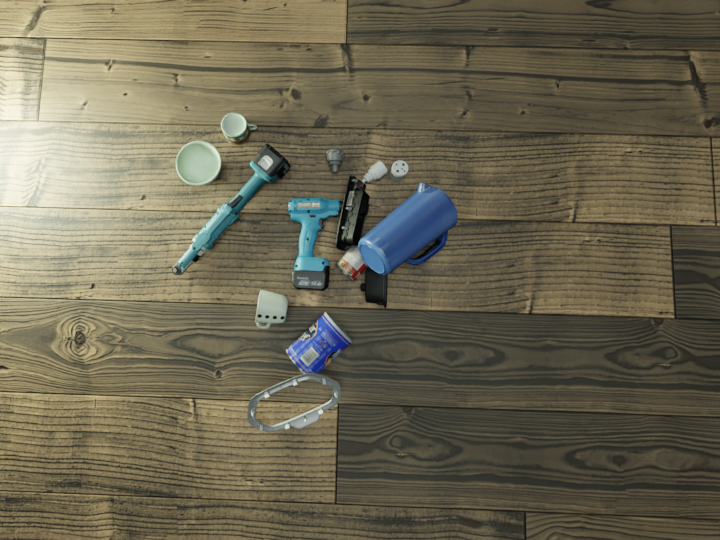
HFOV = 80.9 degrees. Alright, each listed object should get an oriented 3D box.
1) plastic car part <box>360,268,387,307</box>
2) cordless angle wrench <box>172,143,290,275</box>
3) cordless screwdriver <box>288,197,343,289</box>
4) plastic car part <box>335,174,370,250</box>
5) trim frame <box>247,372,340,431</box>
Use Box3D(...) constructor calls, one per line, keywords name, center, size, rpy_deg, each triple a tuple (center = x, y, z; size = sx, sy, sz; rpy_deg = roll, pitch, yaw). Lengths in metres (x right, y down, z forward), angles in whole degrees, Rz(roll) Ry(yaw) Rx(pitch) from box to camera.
Box3D(name="plastic car part", center=(0.036, 0.039, 1.116), size=(0.073, 0.064, 0.117), rpy_deg=(4, 88, 14))
Box3D(name="cordless angle wrench", center=(-0.355, -0.149, 1.128), size=(0.075, 0.097, 0.423), rpy_deg=(41, 91, 0))
Box3D(name="cordless screwdriver", center=(-0.109, -0.072, 1.119), size=(0.159, 0.073, 0.251), rpy_deg=(-2, 81, 0))
Box3D(name="plastic car part", center=(-0.014, -0.145, 1.106), size=(0.070, 0.063, 0.204), rpy_deg=(10, 76, 26))
Box3D(name="trim frame", center=(-0.166, 0.336, 1.056), size=(0.249, 0.029, 0.175), rpy_deg=(-24, 128, 0))
